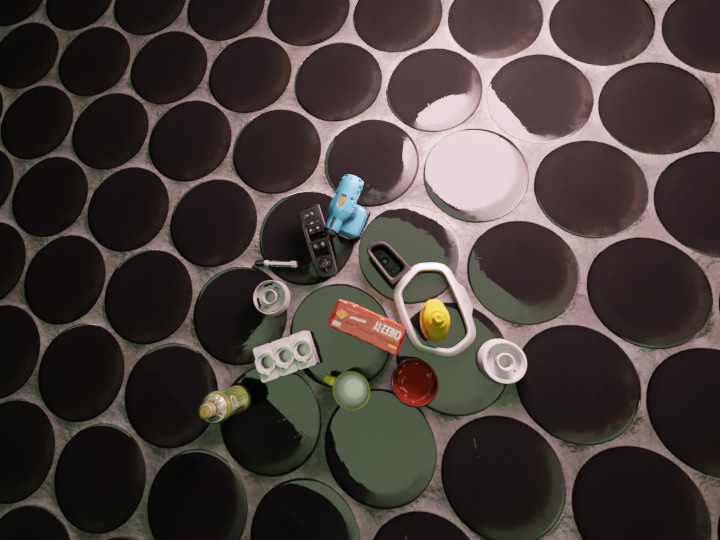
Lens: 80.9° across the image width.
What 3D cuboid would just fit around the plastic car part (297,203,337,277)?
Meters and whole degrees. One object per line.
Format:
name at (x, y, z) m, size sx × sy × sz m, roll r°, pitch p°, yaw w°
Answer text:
plastic car part at (-0.113, -0.074, 1.153) m, size 0.067 × 0.065 × 0.207 m, roll -18°, pitch 76°, yaw 3°

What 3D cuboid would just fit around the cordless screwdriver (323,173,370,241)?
cordless screwdriver at (-0.039, -0.126, 1.062) m, size 0.076 × 0.243 × 0.159 m, roll 23°, pitch 83°, yaw 8°

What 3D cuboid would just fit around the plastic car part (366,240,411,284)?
plastic car part at (0.070, -0.023, 1.111) m, size 0.066 × 0.069 × 0.120 m, roll -40°, pitch 76°, yaw -2°

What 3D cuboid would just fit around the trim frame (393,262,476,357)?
trim frame at (0.192, 0.100, 1.085) m, size 0.185 × 0.027 × 0.254 m, roll -21°, pitch 75°, yaw 4°
